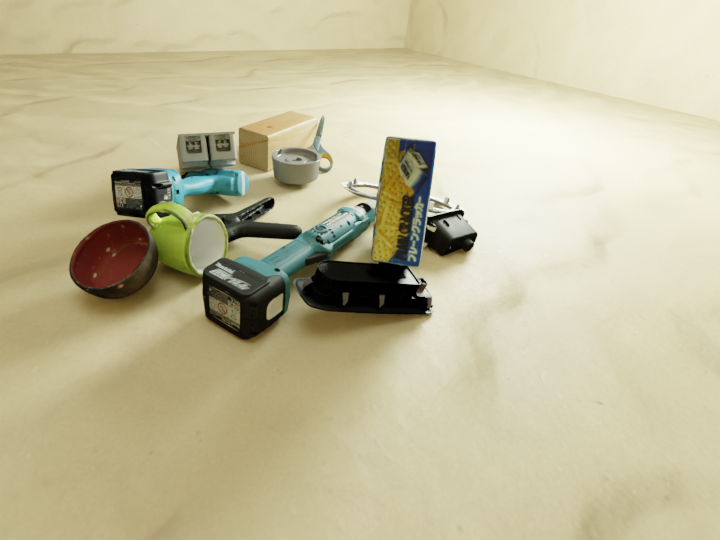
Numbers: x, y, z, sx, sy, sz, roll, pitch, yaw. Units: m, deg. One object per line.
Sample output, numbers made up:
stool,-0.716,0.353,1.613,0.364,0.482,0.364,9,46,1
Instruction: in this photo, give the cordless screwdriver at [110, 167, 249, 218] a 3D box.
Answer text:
cordless screwdriver,-0.340,-0.155,0.777,0.166,0.073,0.243,9,19,23

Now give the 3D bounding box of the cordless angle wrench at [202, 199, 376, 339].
cordless angle wrench,-0.066,-0.043,0.675,0.102,0.072,0.415,22,36,22

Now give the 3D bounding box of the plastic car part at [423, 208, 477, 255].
plastic car part,0.162,-0.062,0.739,0.112,0.065,0.074,-14,53,-32

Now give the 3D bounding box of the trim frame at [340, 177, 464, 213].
trim frame,0.083,-0.149,0.839,0.250,0.027,0.186,14,20,1

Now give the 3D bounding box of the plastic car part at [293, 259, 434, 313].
plastic car part,0.014,0.021,0.559,0.195,0.066,0.069,1,45,-25
